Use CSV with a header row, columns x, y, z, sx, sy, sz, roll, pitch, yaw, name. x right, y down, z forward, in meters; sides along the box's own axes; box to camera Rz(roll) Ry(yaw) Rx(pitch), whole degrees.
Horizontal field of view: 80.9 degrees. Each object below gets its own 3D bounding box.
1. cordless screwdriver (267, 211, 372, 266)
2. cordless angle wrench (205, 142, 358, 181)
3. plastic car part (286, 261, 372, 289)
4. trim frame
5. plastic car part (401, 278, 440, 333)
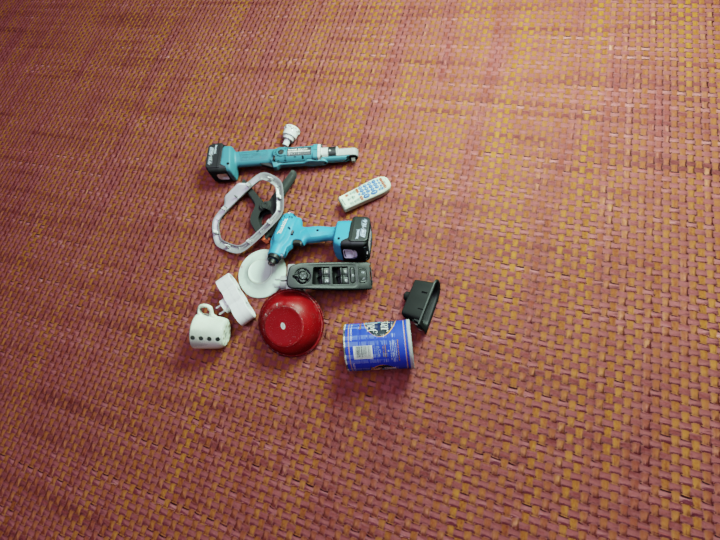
x,y,z,sx,sy,sz,roll,pitch,yaw,name
-0.101,-0.066,1.030,0.256,0.071,0.161,5,51,16,cordless screwdriver
-0.218,-0.314,1.180,0.430,0.072,0.100,-2,69,9,cordless angle wrench
-0.078,0.014,0.997,0.197,0.068,0.067,0,84,-17,plastic car part
-0.303,-0.156,1.127,0.250,0.026,0.193,-42,59,11,trim frame
0.130,0.072,0.953,0.074,0.062,0.117,10,67,29,plastic car part
